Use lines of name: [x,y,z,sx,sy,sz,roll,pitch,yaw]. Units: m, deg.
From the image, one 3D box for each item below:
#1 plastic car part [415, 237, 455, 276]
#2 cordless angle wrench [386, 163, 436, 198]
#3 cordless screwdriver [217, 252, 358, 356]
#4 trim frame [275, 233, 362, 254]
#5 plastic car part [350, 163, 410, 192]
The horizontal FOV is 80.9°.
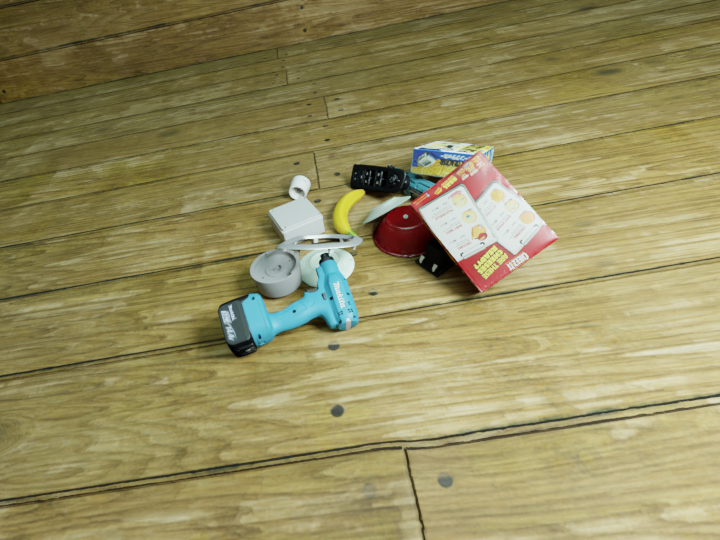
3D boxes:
plastic car part: [0.179,-0.051,0.884,0.115,0.068,0.070,-34,48,-20]
cordless angle wrench: [0.191,-0.176,1.018,0.073,0.094,0.448,-27,39,-19]
cordless screwdriver: [-0.142,0.061,0.806,0.246,0.072,0.165,-15,61,-7]
trim frame: [-0.089,-0.058,0.911,0.186,0.027,0.248,0,12,5]
plastic car part: [0.055,-0.238,1.115,0.064,0.066,0.214,12,6,-37]
